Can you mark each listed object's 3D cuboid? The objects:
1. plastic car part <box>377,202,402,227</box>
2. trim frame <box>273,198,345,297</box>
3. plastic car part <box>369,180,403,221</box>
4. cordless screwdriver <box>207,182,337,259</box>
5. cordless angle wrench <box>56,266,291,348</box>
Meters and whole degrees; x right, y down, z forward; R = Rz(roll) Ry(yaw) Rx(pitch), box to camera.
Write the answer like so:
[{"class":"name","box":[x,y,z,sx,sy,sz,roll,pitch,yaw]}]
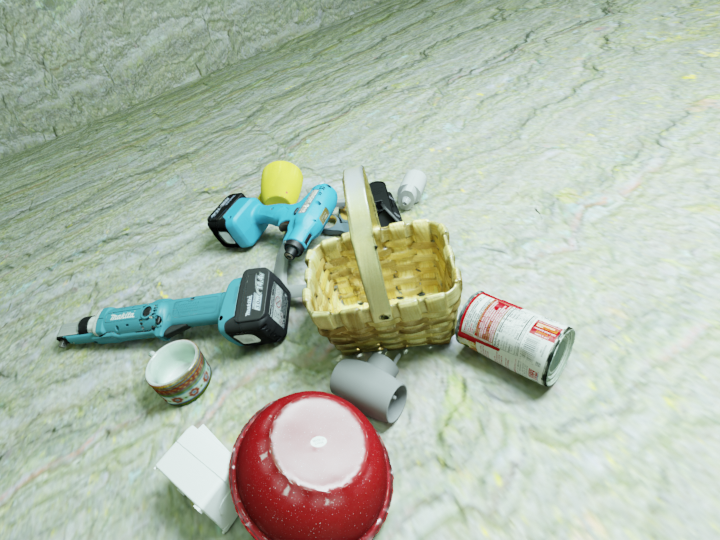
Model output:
[{"class":"plastic car part","box":[0.052,-0.035,0.624,0.119,0.064,0.071,44,99,12]},{"class":"trim frame","box":[-0.070,-0.046,0.716,0.187,0.026,0.257,-21,39,15]},{"class":"plastic car part","box":[0.035,-0.094,0.729,0.067,0.064,0.210,-20,35,9]},{"class":"cordless screwdriver","box":[-0.171,-0.080,0.760,0.260,0.071,0.160,-1,47,33]},{"class":"cordless angle wrench","box":[-0.316,0.077,0.663,0.435,0.070,0.100,-9,56,19]}]
